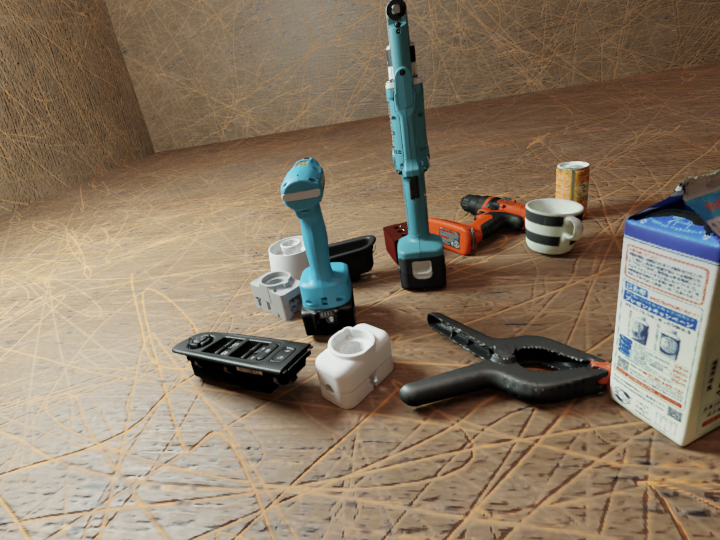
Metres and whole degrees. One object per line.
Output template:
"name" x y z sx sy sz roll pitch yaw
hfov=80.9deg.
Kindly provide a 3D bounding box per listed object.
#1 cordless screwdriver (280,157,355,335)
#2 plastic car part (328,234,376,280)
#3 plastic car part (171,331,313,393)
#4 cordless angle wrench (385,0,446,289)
"cordless screwdriver" -0.061 -0.040 0.623 0.075 0.241 0.163 -8 24 3
"plastic car part" -0.023 -0.014 0.749 0.116 0.069 0.068 -12 25 -2
"plastic car part" -0.157 0.118 0.549 0.212 0.065 0.065 5 29 30
"cordless angle wrench" 0.077 -0.173 0.640 0.076 0.411 0.099 -5 24 11
